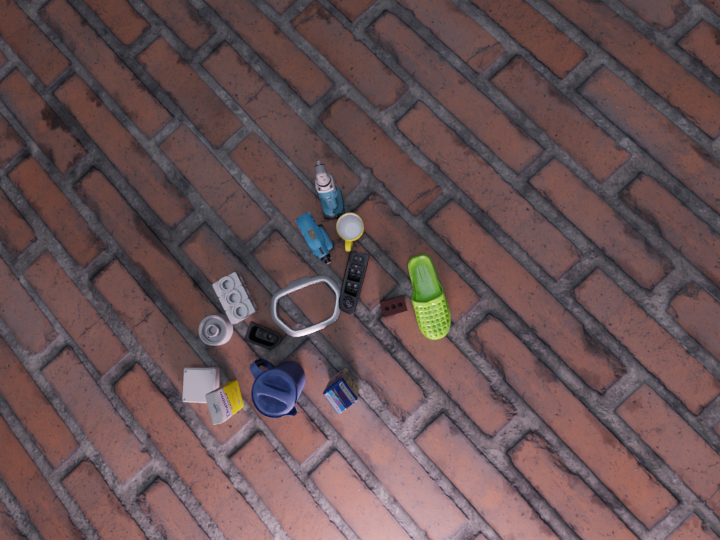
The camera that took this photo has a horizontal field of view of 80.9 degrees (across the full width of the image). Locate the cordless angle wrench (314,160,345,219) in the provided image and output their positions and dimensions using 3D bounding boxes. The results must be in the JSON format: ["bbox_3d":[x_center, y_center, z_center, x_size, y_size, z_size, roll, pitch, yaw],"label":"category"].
[{"bbox_3d":[-0.096,-0.232,1.243,0.075,0.418,0.099,-10,86,0],"label":"cordless angle wrench"}]

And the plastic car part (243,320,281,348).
[{"bbox_3d":[-0.312,0.216,1.388,0.118,0.070,0.066,19,86,7],"label":"plastic car part"}]

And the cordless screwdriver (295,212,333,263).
[{"bbox_3d":[-0.129,-0.084,1.316,0.074,0.246,0.161,-30,85,-1],"label":"cordless screwdriver"}]

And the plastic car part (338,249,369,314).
[{"bbox_3d":[-0.025,0.040,1.380,0.067,0.066,0.203,13,85,5],"label":"plastic car part"}]

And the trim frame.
[{"bbox_3d":[-0.180,0.113,1.408,0.249,0.027,0.187,-22,81,3],"label":"trim frame"}]
